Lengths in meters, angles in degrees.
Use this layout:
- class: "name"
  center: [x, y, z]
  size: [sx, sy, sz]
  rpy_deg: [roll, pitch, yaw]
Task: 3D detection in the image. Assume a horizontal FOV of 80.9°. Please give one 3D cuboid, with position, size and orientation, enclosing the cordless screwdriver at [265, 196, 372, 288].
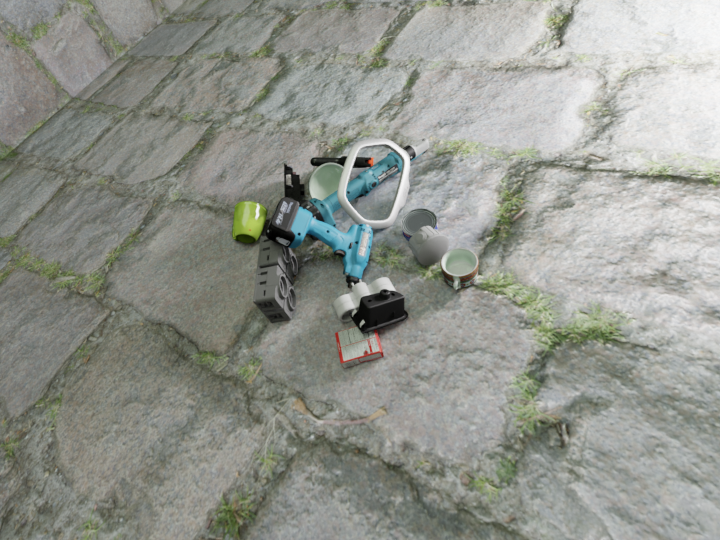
- class: "cordless screwdriver"
  center: [-0.096, -0.063, 0.983]
  size: [0.243, 0.075, 0.161]
  rpy_deg: [18, 67, -12]

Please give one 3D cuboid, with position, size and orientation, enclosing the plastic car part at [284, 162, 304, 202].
- class: "plastic car part"
  center: [-0.194, -0.219, 1.214]
  size: [0.066, 0.065, 0.209]
  rpy_deg: [4, 51, -9]

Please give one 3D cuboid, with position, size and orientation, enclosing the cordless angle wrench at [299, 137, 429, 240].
- class: "cordless angle wrench"
  center: [0.019, -0.237, 1.126]
  size: [0.419, 0.093, 0.079]
  rpy_deg: [-36, 48, -11]

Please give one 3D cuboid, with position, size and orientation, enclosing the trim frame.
- class: "trim frame"
  center: [0.039, -0.223, 1.073]
  size: [0.181, 0.028, 0.250]
  rpy_deg: [18, 75, -9]

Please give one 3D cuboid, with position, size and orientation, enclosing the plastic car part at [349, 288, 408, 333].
- class: "plastic car part"
  center: [0.042, 0.073, 0.875]
  size: [0.114, 0.069, 0.069]
  rpy_deg: [-16, 37, -18]
